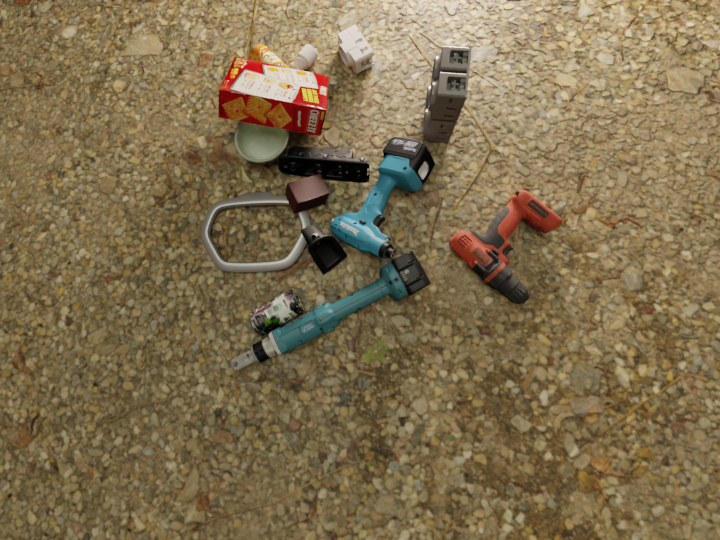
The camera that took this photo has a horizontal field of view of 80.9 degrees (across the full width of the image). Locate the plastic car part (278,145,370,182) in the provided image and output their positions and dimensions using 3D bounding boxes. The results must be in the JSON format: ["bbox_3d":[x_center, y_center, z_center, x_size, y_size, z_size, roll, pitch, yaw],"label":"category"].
[{"bbox_3d":[-0.081,-0.239,0.925,0.205,0.064,0.068,3,69,7],"label":"plastic car part"}]

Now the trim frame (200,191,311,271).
[{"bbox_3d":[-0.230,-0.087,0.925,0.251,0.027,0.186,-4,78,7],"label":"trim frame"}]

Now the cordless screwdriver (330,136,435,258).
[{"bbox_3d":[0.062,-0.144,0.854,0.168,0.070,0.248,31,83,39],"label":"cordless screwdriver"}]

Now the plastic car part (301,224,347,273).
[{"bbox_3d":[-0.085,-0.055,0.865,0.066,0.111,0.075,-38,56,-5],"label":"plastic car part"}]

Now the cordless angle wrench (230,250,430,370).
[{"bbox_3d":[-0.070,0.094,0.836,0.424,0.096,0.075,-28,82,3],"label":"cordless angle wrench"}]
